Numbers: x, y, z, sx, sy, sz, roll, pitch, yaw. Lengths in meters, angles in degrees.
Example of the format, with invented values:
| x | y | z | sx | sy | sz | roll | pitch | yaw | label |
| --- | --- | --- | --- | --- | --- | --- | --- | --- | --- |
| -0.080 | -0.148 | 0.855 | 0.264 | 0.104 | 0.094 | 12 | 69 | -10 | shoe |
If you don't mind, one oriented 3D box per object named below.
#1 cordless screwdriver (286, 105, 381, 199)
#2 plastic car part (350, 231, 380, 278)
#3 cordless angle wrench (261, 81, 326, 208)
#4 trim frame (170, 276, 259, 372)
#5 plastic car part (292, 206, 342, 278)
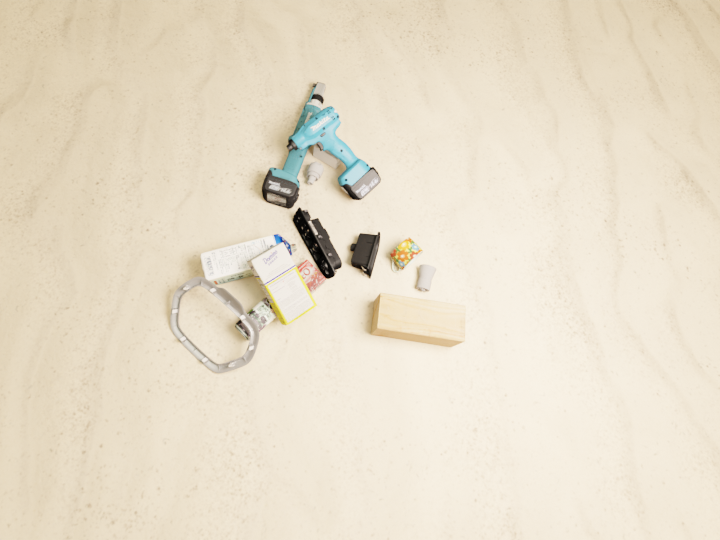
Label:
| x | y | z | sx | sy | sz | roll | pitch | yaw | label |
| --- | --- | --- | --- | --- | --- | --- | --- | --- | --- |
| -0.070 | -0.293 | 1.129 | 0.159 | 0.076 | 0.244 | -38 | 101 | 1 | cordless screwdriver |
| 0.008 | -0.048 | 1.105 | 0.073 | 0.063 | 0.118 | 8 | 66 | 11 | plastic car part |
| -0.168 | -0.378 | 1.206 | 0.098 | 0.073 | 0.428 | 16 | 67 | -1 | cordless angle wrench |
| -0.347 | 0.127 | 0.989 | 0.254 | 0.027 | 0.184 | 41 | 100 | 12 | trim frame |
| -0.108 | -0.071 | 1.104 | 0.064 | 0.067 | 0.209 | -12 | 68 | -38 | plastic car part |
